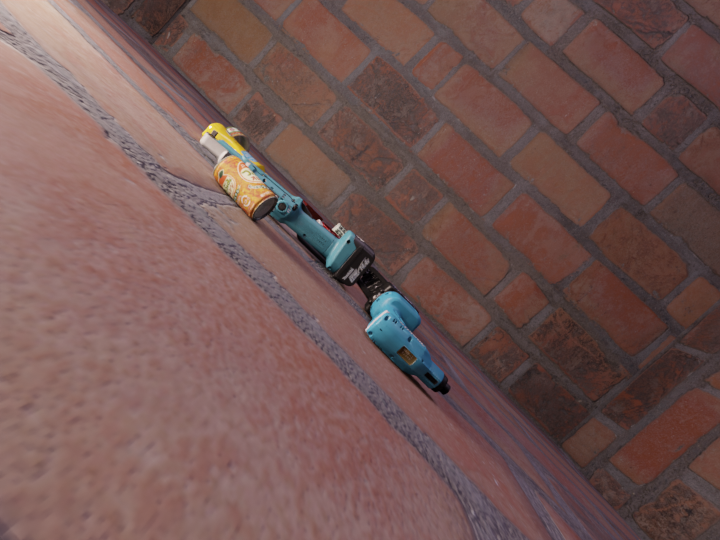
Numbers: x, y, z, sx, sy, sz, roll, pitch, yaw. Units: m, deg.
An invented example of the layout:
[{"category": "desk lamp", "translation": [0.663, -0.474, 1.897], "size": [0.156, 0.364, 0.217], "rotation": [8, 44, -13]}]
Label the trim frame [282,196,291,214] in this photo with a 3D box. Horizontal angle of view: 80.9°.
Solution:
[{"category": "trim frame", "translation": [-0.192, -0.161, 1.163], "size": [0.234, 0.027, 0.195], "rotation": [43, 3, -43]}]

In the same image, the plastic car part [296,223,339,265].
[{"category": "plastic car part", "translation": [-0.093, -0.061, 0.954], "size": [0.115, 0.066, 0.072], "rotation": [41, -10, -8]}]

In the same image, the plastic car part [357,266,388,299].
[{"category": "plastic car part", "translation": [0.038, 0.043, 1.130], "size": [0.064, 0.066, 0.211], "rotation": [53, 0, -26]}]

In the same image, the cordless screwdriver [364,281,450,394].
[{"category": "cordless screwdriver", "translation": [0.080, 0.114, 0.760], "size": [0.158, 0.074, 0.250], "rotation": [44, 8, -6]}]

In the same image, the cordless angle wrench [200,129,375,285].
[{"category": "cordless angle wrench", "translation": [-0.156, -0.133, 0.867], "size": [0.417, 0.098, 0.075], "rotation": [40, 6, -7]}]
